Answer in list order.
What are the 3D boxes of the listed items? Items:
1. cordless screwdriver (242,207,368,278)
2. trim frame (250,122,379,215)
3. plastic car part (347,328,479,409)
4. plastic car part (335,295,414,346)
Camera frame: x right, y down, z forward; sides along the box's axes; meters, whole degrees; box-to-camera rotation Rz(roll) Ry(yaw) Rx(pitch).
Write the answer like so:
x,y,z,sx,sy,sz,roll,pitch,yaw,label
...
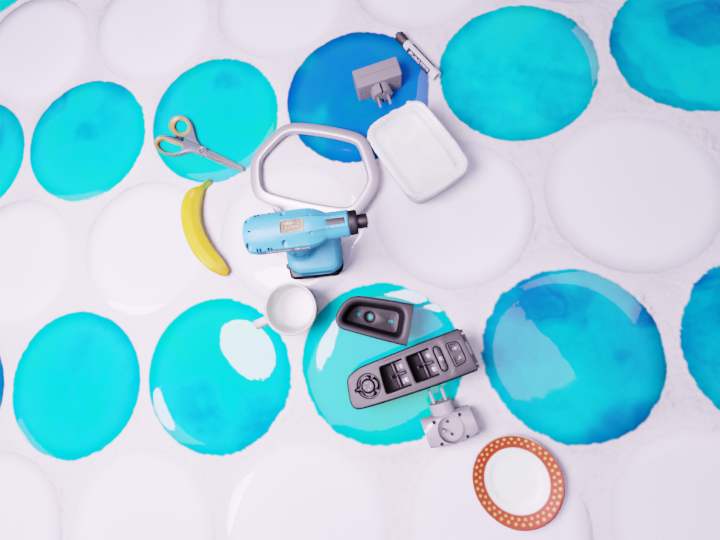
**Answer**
x,y,z,sx,sy,sz,roll,pitch,yaw,label
-0.062,-0.041,0.636,0.161,0.243,0.075,-6,82,5,cordless screwdriver
-0.088,-0.181,0.779,0.254,0.027,0.185,12,82,12,trim frame
0.074,0.157,0.666,0.204,0.065,0.068,-22,79,5,plastic car part
0.022,0.077,0.689,0.119,0.069,0.066,10,82,10,plastic car part
